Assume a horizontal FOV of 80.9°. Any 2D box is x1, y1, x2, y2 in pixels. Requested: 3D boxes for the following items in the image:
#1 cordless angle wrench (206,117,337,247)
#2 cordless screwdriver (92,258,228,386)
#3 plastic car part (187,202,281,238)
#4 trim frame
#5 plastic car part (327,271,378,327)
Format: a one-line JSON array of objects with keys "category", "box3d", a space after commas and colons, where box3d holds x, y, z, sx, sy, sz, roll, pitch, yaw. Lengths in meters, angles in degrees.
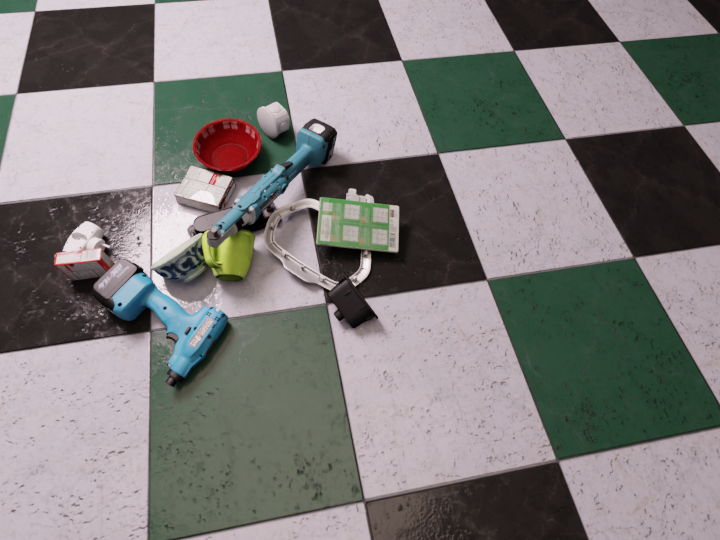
[{"category": "cordless angle wrench", "box3d": [-0.184, -0.188, 0.905, 0.076, 0.096, 0.421, 28, 52, 8]}, {"category": "cordless screwdriver", "box3d": [-0.397, 0.096, 0.810, 0.253, 0.073, 0.159, 28, 65, 7]}, {"category": "plastic car part", "box3d": [-0.281, -0.110, 0.930, 0.201, 0.066, 0.068, -20, 75, -10]}, {"category": "trim frame", "box3d": [-0.089, -0.058, 0.914, 0.251, 0.027, 0.184, 33, 67, 5]}, {"category": "plastic car part", "box3d": [-0.025, 0.067, 0.841, 0.071, 0.065, 0.117, -34, 87, 0]}]
